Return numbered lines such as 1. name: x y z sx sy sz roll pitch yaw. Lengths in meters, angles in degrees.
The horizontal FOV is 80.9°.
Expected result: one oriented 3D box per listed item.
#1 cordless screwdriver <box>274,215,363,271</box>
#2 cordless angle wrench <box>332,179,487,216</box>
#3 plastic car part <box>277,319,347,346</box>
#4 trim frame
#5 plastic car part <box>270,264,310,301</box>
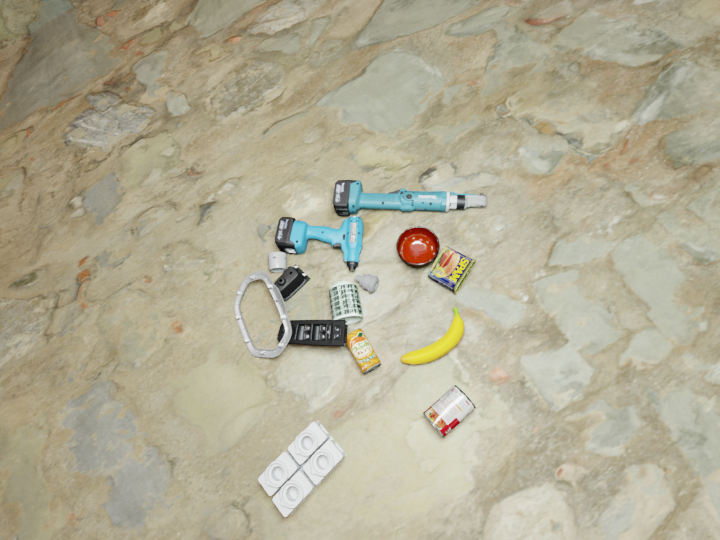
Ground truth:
1. cordless screwdriver: -0.119 -0.078 1.213 0.253 0.072 0.162 1 69 9
2. cordless angle wrench: 0.136 -0.200 1.204 0.432 0.071 0.099 4 70 12
3. plastic car part: -0.123 0.163 1.108 0.210 0.064 0.067 -3 78 23
4. trim frame: -0.273 0.120 1.159 0.186 0.026 0.259 -38 62 22
5. plastic car part: -0.209 0.034 1.189 0.069 0.068 0.116 41 79 22
